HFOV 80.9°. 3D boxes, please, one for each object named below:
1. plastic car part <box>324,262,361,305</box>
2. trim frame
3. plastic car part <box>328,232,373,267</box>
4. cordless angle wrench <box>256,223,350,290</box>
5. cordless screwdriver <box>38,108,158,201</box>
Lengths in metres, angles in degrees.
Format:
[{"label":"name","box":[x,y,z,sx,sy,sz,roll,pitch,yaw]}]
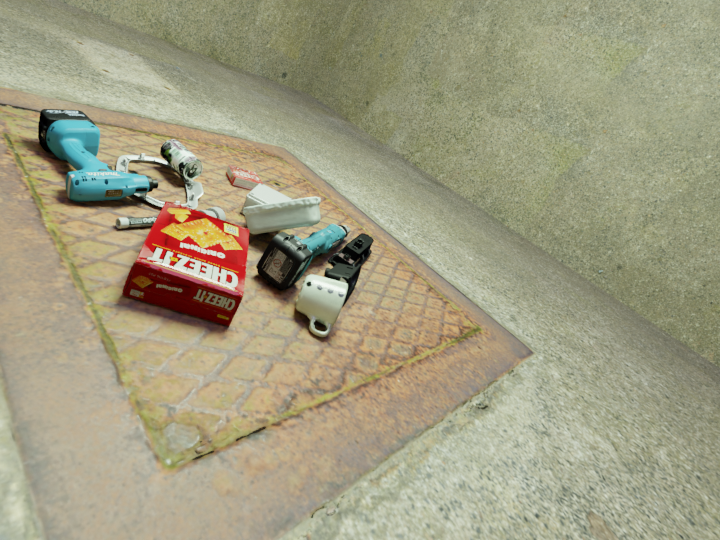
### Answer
[{"label":"plastic car part","box":[-0.044,0.016,0.908,0.072,0.065,0.116,17,20,5]},{"label":"trim frame","box":[-0.446,-0.203,0.945,0.175,0.027,0.262,13,26,-34]},{"label":"plastic car part","box":[-0.013,-0.053,1.074,0.068,0.066,0.200,26,20,9]},{"label":"cordless angle wrench","box":[-0.095,-0.062,0.967,0.075,0.098,0.416,36,21,5]},{"label":"cordless screwdriver","box":[-0.521,-0.224,0.833,0.153,0.074,0.260,-14,50,-47]}]
